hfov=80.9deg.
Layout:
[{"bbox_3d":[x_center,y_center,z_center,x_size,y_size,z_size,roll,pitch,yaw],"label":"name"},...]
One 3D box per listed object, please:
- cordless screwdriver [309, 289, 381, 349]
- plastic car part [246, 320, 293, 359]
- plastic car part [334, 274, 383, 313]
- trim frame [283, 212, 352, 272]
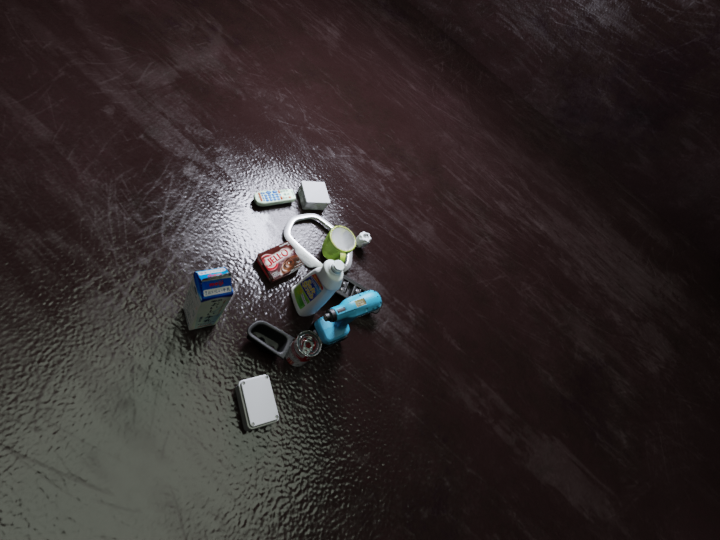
[{"bbox_3d":[-0.065,0.134,1.094,0.154,0.250,0.076,-16,72,-35],"label":"cordless screwdriver"},{"bbox_3d":[-0.244,0.180,1.094,0.115,0.071,0.066,32,52,-6],"label":"plastic car part"},{"bbox_3d":[-0.029,0.072,1.268,0.200,0.067,0.067,29,52,-7],"label":"plastic car part"},{"bbox_3d":[-0.132,-0.086,1.346,0.250,0.027,0.182,39,51,2],"label":"trim frame"}]
